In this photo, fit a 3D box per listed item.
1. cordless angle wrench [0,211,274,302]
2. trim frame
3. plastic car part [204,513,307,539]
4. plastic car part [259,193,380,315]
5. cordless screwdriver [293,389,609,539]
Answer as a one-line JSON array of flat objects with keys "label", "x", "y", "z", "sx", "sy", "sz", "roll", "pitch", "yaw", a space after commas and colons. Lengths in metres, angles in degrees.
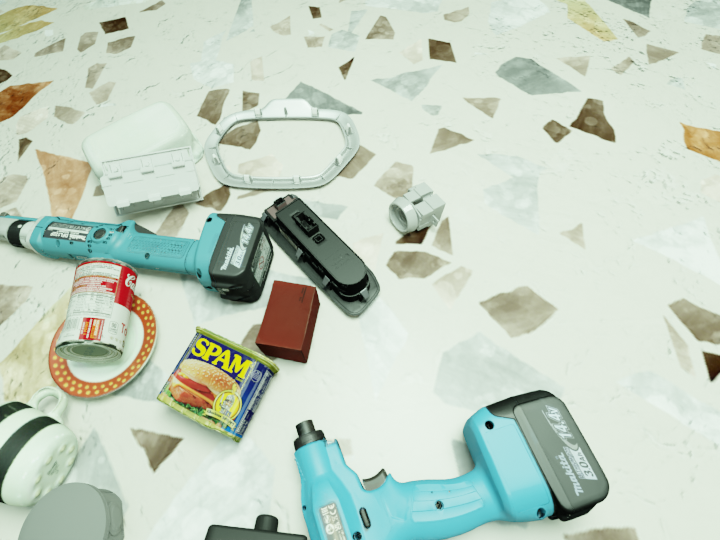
[{"label": "cordless angle wrench", "x": -0.329, "y": -0.036, "z": 0.562, "sx": 0.433, "sy": 0.071, "sz": 0.099, "roll": 7, "pitch": 61, "yaw": 13}, {"label": "trim frame", "x": -0.126, "y": -0.201, "z": 0.660, "sx": 0.253, "sy": 0.026, "sz": 0.188, "roll": 1, "pitch": 58, "yaw": 9}, {"label": "plastic car part", "x": -0.094, "y": 0.254, "z": 0.368, "sx": 0.117, "sy": 0.064, "sz": 0.073, "roll": 0, "pitch": 45, "yaw": 2}, {"label": "plastic car part", "x": -0.052, "y": -0.034, "z": 0.534, "sx": 0.065, "sy": 0.065, "sz": 0.212, "roll": -33, "pitch": 63, "yaw": -22}, {"label": "cordless screwdriver", "x": 0.065, "y": 0.178, "z": 0.384, "sx": 0.248, "sy": 0.071, "sz": 0.166, "roll": -23, "pitch": 59, "yaw": -3}]
